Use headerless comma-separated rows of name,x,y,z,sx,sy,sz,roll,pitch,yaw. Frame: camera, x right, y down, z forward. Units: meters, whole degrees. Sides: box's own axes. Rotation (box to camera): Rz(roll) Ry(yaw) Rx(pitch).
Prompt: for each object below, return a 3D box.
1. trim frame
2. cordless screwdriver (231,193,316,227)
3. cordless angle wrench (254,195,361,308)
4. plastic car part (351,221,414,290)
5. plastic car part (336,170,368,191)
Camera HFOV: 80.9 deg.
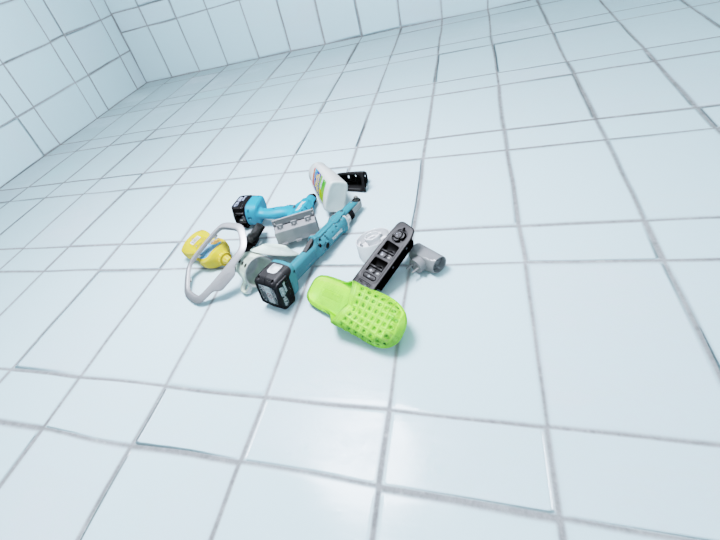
trim frame,-0.390,-0.024,1.130,0.249,0.026,0.195,-48,49,5
cordless screwdriver,-0.263,-0.195,1.315,0.257,0.071,0.160,4,40,20
cordless angle wrench,-0.109,-0.071,1.114,0.078,0.094,0.419,13,45,31
plastic car part,0.063,-0.019,0.980,0.070,0.063,0.203,28,83,48
plastic car part,-0.024,-0.292,1.346,0.122,0.064,0.069,10,32,33
